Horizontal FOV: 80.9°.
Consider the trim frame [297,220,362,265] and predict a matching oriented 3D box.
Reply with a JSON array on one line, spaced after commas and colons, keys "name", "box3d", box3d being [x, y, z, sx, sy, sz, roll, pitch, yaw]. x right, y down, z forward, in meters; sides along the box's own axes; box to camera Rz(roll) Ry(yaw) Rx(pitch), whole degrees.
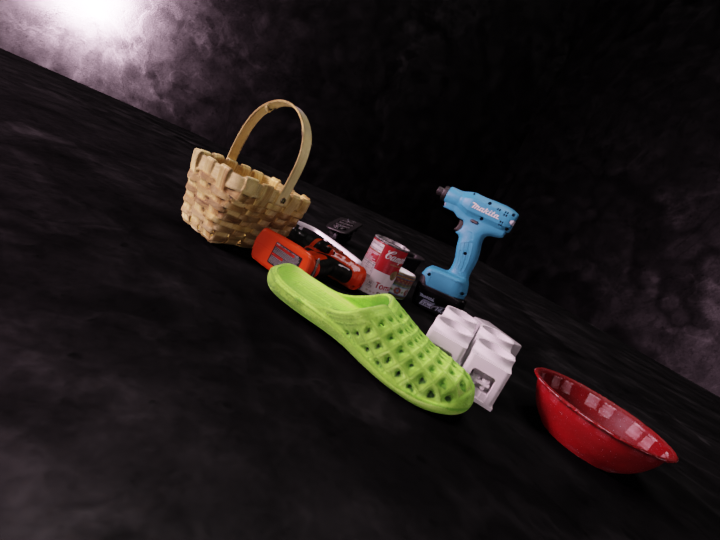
[{"name": "trim frame", "box3d": [-0.090, -0.059, 0.925, 0.174, 0.027, 0.263, 13, 17, -47]}]

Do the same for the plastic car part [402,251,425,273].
[{"name": "plastic car part", "box3d": [0.098, -0.011, 0.998, 0.110, 0.071, 0.070, 15, 16, -44]}]

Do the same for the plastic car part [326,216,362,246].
[{"name": "plastic car part", "box3d": [-0.050, -0.099, 1.088, 0.067, 0.067, 0.201, 27, 11, 4]}]

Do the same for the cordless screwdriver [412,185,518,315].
[{"name": "cordless screwdriver", "box3d": [0.180, -0.039, 0.846, 0.166, 0.248, 0.071, 31, 11, 22]}]
